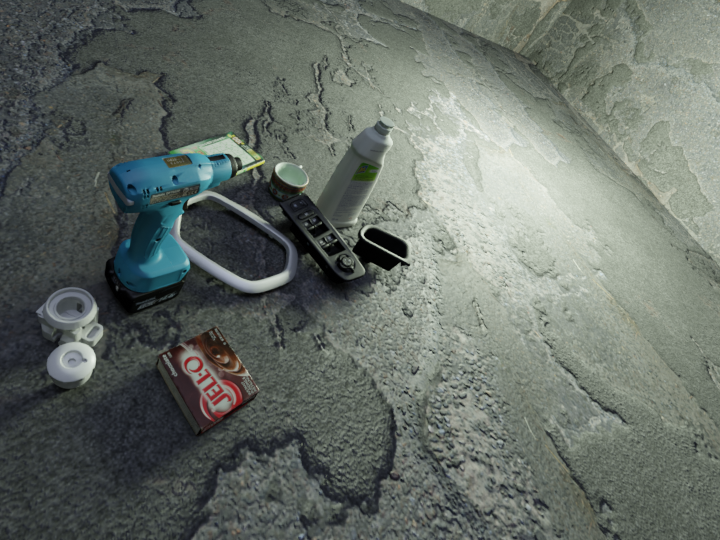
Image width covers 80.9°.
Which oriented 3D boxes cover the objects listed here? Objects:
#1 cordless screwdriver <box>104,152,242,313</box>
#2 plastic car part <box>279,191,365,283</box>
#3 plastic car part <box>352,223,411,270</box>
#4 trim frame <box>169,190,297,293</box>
[{"bbox_3d":[-0.252,-0.054,0.563,0.154,0.249,0.076,-27,71,-44],"label":"cordless screwdriver"},{"bbox_3d":[-0.077,-0.051,0.792,0.064,0.067,0.209,-26,67,-44],"label":"plastic car part"},{"bbox_3d":[0.035,-0.039,0.843,0.114,0.071,0.067,24,44,-10],"label":"plastic car part"},{"bbox_3d":[-0.222,-0.054,0.742,0.248,0.027,0.185,30,43,-2],"label":"trim frame"}]
